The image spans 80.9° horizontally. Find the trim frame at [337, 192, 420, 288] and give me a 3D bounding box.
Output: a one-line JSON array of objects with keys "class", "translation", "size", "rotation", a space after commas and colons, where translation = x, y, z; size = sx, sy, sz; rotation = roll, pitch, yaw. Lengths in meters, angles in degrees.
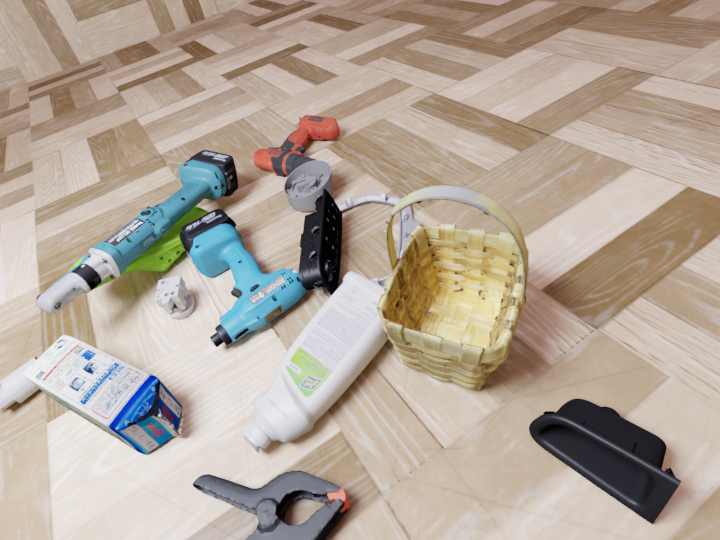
[{"class": "trim frame", "translation": [0.008, -0.058, 0.723], "size": [0.188, 0.026, 0.253], "rotation": [-1, 44, 13]}]

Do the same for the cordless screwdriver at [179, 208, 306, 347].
[{"class": "cordless screwdriver", "translation": [-0.220, 0.007, 0.691], "size": [0.157, 0.071, 0.263], "rotation": [-37, 52, -21]}]

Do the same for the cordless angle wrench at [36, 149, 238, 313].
[{"class": "cordless angle wrench", "translation": [-0.365, -0.079, 0.734], "size": [0.101, 0.072, 0.423], "rotation": [14, 45, 16]}]

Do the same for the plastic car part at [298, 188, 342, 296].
[{"class": "plastic car part", "translation": [-0.066, -0.043, 0.673], "size": [0.068, 0.063, 0.210], "rotation": [-17, 43, 11]}]

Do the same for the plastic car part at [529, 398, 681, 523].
[{"class": "plastic car part", "translation": [0.242, 0.167, 0.417], "size": [0.069, 0.064, 0.123], "rotation": [-25, 39, -33]}]
